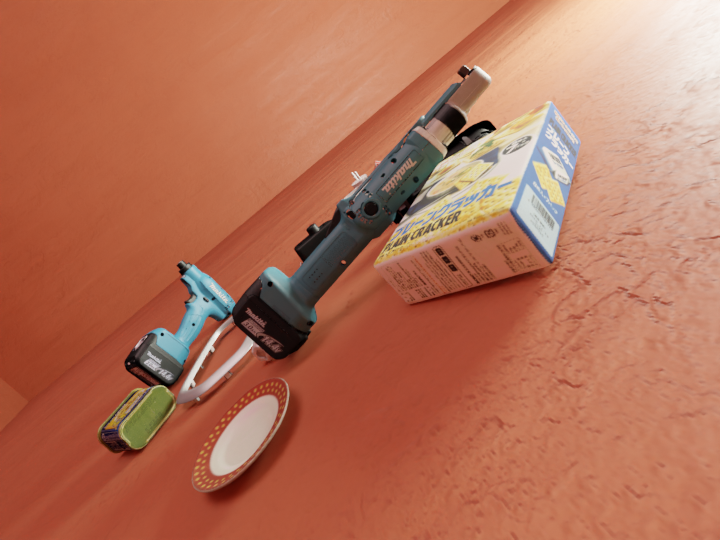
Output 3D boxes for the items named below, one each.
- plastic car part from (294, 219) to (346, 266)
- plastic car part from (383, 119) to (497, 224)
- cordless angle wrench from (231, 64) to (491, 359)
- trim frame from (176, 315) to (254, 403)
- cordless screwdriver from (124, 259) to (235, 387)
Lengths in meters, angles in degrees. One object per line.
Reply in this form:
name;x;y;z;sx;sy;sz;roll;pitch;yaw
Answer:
plastic car part;-0.076;-0.050;0.774;0.116;0.069;0.068;-44;18;-3
plastic car part;0.127;-0.142;0.619;0.203;0.063;0.070;-39;26;3
cordless angle wrench;0.010;-0.076;0.524;0.423;0.098;0.074;-49;0;5
trim frame;-0.231;0.131;0.729;0.186;0.027;0.254;-33;22;15
cordless screwdriver;-0.375;0.102;0.862;0.076;0.154;0.249;-27;24;40
